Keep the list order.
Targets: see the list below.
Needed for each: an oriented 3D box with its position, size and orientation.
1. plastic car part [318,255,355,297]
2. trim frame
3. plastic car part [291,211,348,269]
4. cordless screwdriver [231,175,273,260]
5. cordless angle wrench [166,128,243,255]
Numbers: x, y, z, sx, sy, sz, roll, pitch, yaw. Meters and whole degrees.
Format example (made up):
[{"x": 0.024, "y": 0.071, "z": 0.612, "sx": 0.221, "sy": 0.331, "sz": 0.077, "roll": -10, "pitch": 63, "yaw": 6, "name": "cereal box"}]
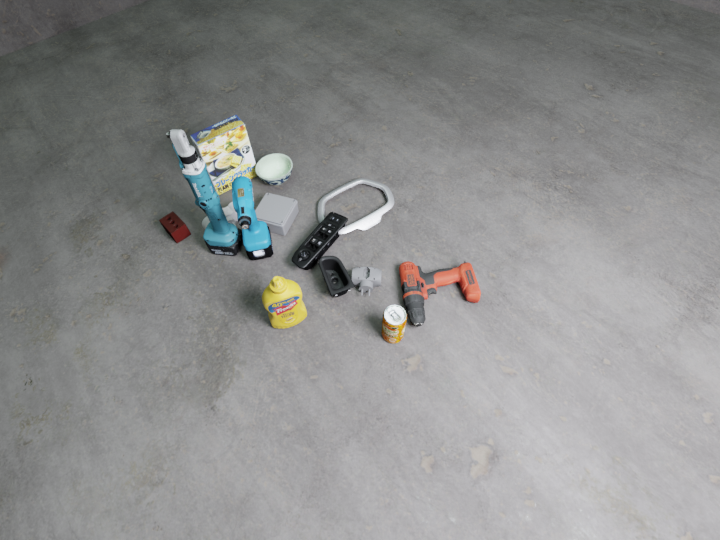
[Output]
[{"x": -0.066, "y": 0.022, "z": 1.113, "sx": 0.065, "sy": 0.068, "sz": 0.122, "roll": -20, "pitch": 55, "yaw": -10, "name": "plastic car part"}, {"x": -0.017, "y": -0.198, "z": 1.291, "sx": 0.245, "sy": 0.026, "sz": 0.193, "roll": -30, "pitch": 57, "yaw": -15, "name": "trim frame"}, {"x": -0.116, "y": -0.076, "z": 1.191, "sx": 0.069, "sy": 0.065, "sz": 0.201, "roll": 30, "pitch": 62, "yaw": 22, "name": "plastic car part"}, {"x": -0.289, "y": -0.113, "z": 1.128, "sx": 0.074, "sy": 0.240, "sz": 0.166, "roll": -11, "pitch": 55, "yaw": -6, "name": "cordless screwdriver"}, {"x": -0.399, "y": -0.189, "z": 1.092, "sx": 0.099, "sy": 0.408, "sz": 0.076, "roll": 7, "pitch": 56, "yaw": 6, "name": "cordless angle wrench"}]
